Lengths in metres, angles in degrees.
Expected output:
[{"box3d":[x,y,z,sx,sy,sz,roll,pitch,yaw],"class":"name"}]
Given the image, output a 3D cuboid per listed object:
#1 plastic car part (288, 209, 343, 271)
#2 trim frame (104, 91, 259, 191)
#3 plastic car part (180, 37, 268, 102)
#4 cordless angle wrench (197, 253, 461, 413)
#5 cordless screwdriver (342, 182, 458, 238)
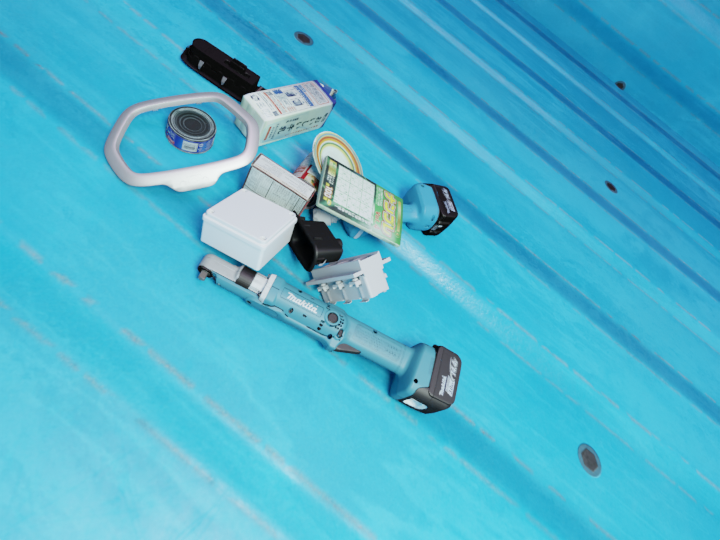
[{"box3d":[-0.067,-0.044,0.684,0.068,0.065,0.123,-7,36,-28],"class":"plastic car part"},{"box3d":[-0.290,-0.216,0.697,0.244,0.027,0.190,-15,69,-15],"class":"trim frame"},{"box3d":[-0.273,-0.405,0.863,0.201,0.067,0.067,30,57,-4],"class":"plastic car part"},{"box3d":[-0.050,0.083,0.644,0.419,0.074,0.099,28,57,-5],"class":"cordless angle wrench"},{"box3d":[0.065,-0.145,0.859,0.240,0.074,0.165,-3,61,-26],"class":"cordless screwdriver"}]
